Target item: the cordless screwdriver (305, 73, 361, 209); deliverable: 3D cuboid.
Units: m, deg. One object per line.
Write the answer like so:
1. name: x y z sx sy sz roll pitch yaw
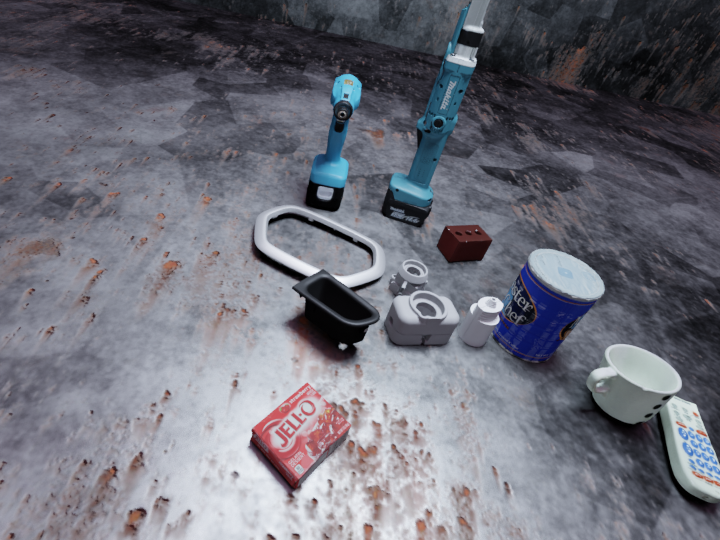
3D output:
1. cordless screwdriver: -0.050 -0.228 0.799 0.074 0.244 0.163 12 39 -7

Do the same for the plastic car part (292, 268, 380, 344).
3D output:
1. plastic car part: -0.036 0.062 0.590 0.122 0.069 0.064 36 43 25

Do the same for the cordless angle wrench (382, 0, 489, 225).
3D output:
1. cordless angle wrench: 0.142 -0.277 0.775 0.099 0.415 0.075 20 38 4

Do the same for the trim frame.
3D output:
1. trim frame: -0.073 -0.048 0.747 0.255 0.027 0.183 23 40 12
